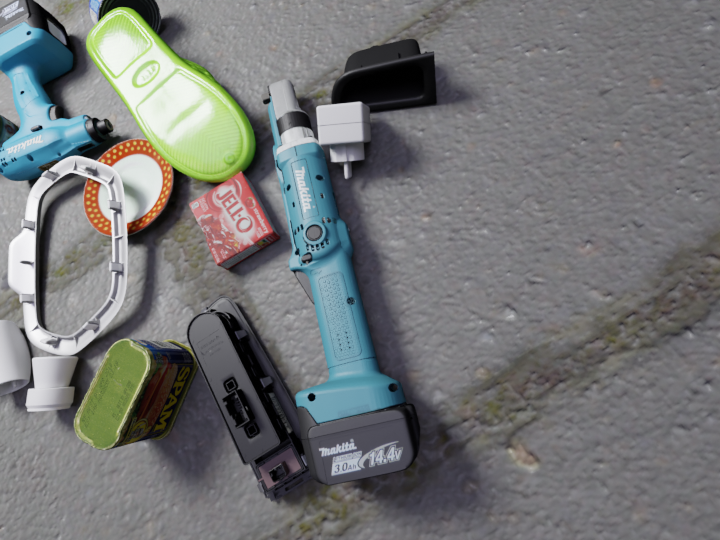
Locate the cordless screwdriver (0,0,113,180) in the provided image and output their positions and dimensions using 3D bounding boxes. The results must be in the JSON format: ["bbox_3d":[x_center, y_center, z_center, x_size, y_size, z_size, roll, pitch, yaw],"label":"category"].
[{"bbox_3d":[-0.433,-0.257,0.587,0.161,0.072,0.254,-20,75,7],"label":"cordless screwdriver"}]

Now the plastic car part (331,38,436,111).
[{"bbox_3d":[0.025,-0.226,0.479,0.119,0.063,0.072,-1,61,15],"label":"plastic car part"}]

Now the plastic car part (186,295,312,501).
[{"bbox_3d":[-0.119,0.118,0.416,0.067,0.064,0.211,-36,68,8],"label":"plastic car part"}]

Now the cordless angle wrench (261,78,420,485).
[{"bbox_3d":[-0.042,-0.028,0.433,0.099,0.071,0.435,-17,70,7],"label":"cordless angle wrench"}]

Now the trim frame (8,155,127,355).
[{"bbox_3d":[-0.357,-0.024,0.513,0.189,0.026,0.252,-12,78,19],"label":"trim frame"}]
